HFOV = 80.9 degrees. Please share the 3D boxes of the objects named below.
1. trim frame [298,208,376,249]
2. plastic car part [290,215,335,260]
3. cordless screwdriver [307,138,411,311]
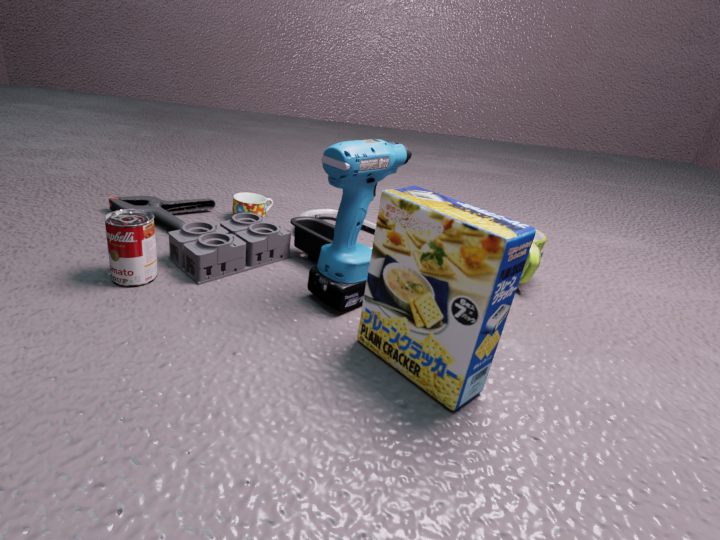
[{"bbox_3d":[-0.023,-0.082,0.893,0.261,0.027,0.179,22,30,29],"label":"trim frame"},{"bbox_3d":[-0.075,-0.049,0.768,0.122,0.069,0.064,23,29,30],"label":"plastic car part"},{"bbox_3d":[0.003,-0.071,0.634,0.153,0.244,0.079,-17,35,-43],"label":"cordless screwdriver"}]
